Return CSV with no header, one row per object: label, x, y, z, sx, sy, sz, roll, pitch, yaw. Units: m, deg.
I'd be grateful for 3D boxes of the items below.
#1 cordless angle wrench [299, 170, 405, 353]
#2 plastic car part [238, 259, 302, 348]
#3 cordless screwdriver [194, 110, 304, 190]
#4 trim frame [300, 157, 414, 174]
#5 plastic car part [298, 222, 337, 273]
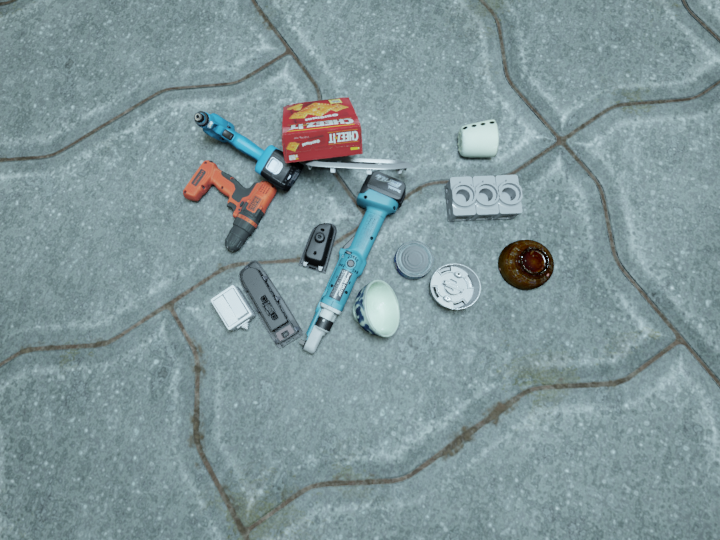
cordless angle wrench,-0.023,-0.014,0.936,0.099,0.073,0.424,24,82,6
plastic car part,-0.209,0.070,0.931,0.066,0.065,0.208,-33,76,1
cordless screwdriver,-0.255,-0.278,0.958,0.252,0.157,0.074,34,98,6
trim frame,-0.010,-0.231,0.928,0.253,0.185,0.027,3,110,9
plastic car part,-0.093,-0.061,0.947,0.066,0.070,0.117,17,82,2
